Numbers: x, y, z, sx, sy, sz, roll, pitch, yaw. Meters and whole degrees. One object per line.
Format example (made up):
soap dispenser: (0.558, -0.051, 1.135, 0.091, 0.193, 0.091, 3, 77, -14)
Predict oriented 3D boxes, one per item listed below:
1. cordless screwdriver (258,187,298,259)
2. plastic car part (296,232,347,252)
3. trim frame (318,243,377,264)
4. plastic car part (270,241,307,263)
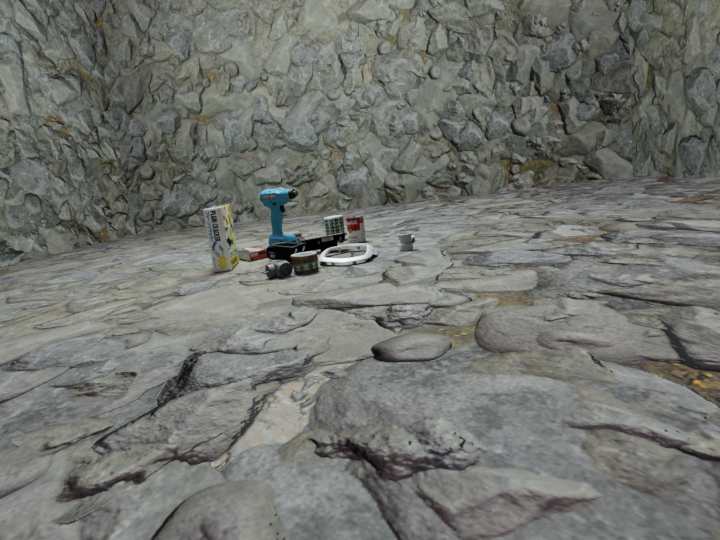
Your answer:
cordless screwdriver: (-0.266, -0.161, 1.462, 0.167, 0.246, 0.072, 0, 11, 37)
plastic car part: (-0.149, -0.097, 1.519, 0.207, 0.066, 0.066, -5, 11, 13)
trim frame: (-0.038, -0.053, 1.347, 0.186, 0.027, 0.249, -6, 13, 6)
plastic car part: (-0.234, -0.055, 1.371, 0.122, 0.070, 0.064, 2, 14, 38)
